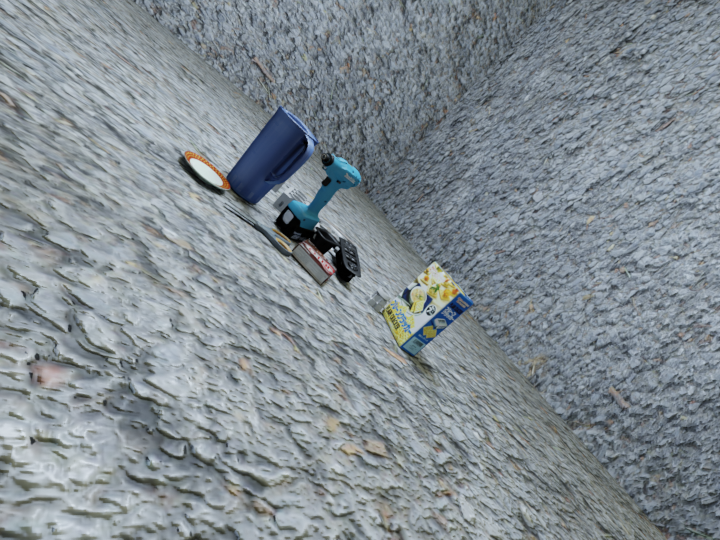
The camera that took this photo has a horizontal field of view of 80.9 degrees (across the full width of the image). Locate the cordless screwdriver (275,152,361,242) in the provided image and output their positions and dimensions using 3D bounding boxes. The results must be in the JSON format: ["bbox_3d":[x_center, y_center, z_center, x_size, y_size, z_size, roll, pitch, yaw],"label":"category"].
[{"bbox_3d":[-0.121,-0.192,1.102,0.078,0.250,0.151,53,15,28],"label":"cordless screwdriver"}]

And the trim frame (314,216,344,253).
[{"bbox_3d":[-0.093,-0.103,1.419,0.176,0.028,0.258,38,14,-26],"label":"trim frame"}]

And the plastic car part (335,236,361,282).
[{"bbox_3d":[-0.043,-0.027,1.235,0.064,0.067,0.210,39,13,-23],"label":"plastic car part"}]

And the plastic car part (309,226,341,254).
[{"bbox_3d":[-0.113,-0.074,1.158,0.068,0.071,0.112,49,13,17],"label":"plastic car part"}]
